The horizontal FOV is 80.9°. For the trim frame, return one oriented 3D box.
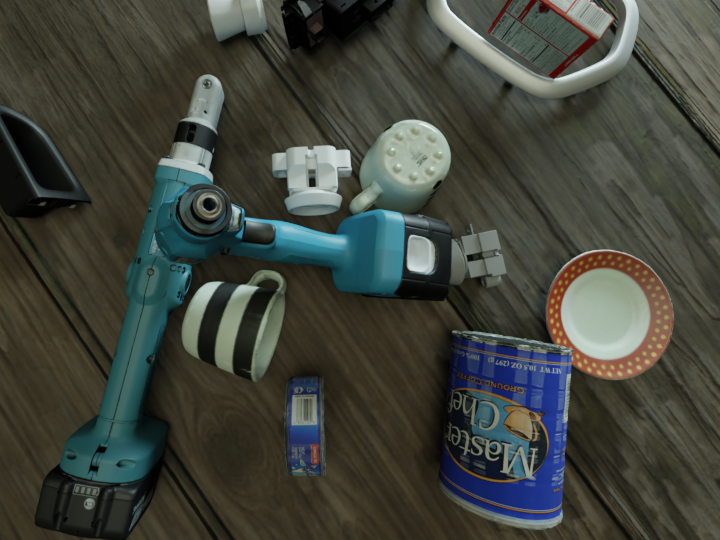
[{"bbox_3d":[0.186,-0.296,0.465,0.251,0.027,0.184,37,86,4],"label":"trim frame"}]

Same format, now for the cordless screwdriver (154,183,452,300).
[{"bbox_3d":[-0.033,-0.022,0.343,0.240,0.164,0.075,8,84,-24],"label":"cordless screwdriver"}]

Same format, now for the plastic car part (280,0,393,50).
[{"bbox_3d":[0.012,-0.301,0.436,0.070,0.064,0.202,42,83,19],"label":"plastic car part"}]

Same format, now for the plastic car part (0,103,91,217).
[{"bbox_3d":[-0.347,-0.099,0.429,0.071,0.065,0.118,-38,84,9],"label":"plastic car part"}]

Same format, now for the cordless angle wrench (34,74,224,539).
[{"bbox_3d":[-0.191,0.009,0.403,0.074,0.098,0.425,12,81,-7],"label":"cordless angle wrench"}]
